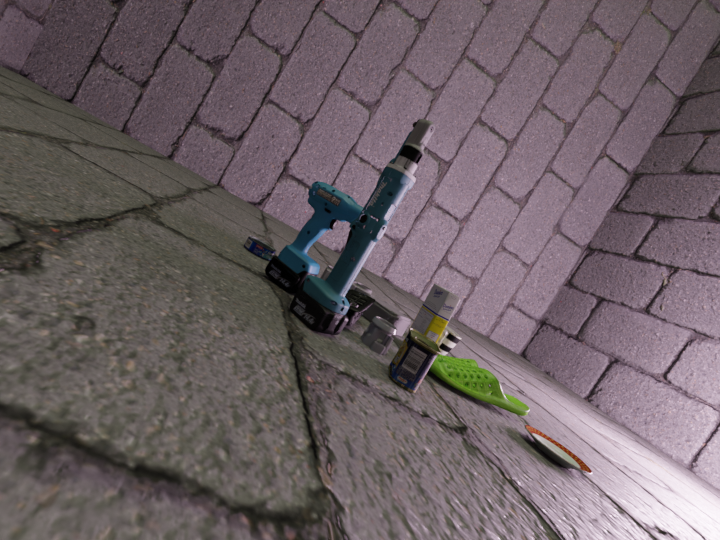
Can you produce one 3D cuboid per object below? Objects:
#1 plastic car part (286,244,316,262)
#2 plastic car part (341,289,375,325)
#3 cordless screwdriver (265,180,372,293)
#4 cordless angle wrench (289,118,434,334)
[{"bbox_3d":[-0.176,-0.020,1.113,0.069,0.071,0.112,32,4,20],"label":"plastic car part"},{"bbox_3d":[-0.020,0.085,0.961,0.068,0.067,0.199,31,4,7],"label":"plastic car part"},{"bbox_3d":[-0.091,-0.060,0.935,0.165,0.248,0.071,32,4,20],"label":"cordless screwdriver"},{"bbox_3d":[0.017,-0.084,0.767,0.104,0.422,0.070,34,5,40],"label":"cordless angle wrench"}]
